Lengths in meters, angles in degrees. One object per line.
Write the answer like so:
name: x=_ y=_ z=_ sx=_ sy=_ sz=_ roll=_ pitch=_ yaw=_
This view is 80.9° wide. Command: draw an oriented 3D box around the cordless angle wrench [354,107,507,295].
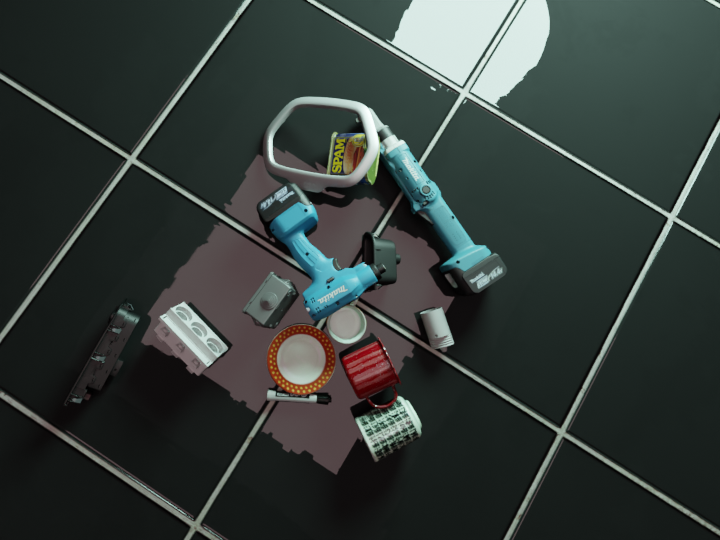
cordless angle wrench: x=0.122 y=-0.149 z=0.835 sx=0.097 sy=0.074 sz=0.429 roll=-32 pitch=82 yaw=-7

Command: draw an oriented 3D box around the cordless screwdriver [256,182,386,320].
cordless screwdriver: x=-0.077 y=-0.050 z=0.786 sx=0.159 sy=0.072 sz=0.255 roll=-31 pitch=76 yaw=0

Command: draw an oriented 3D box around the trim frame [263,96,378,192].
trim frame: x=-0.082 y=-0.244 z=0.816 sx=0.258 sy=0.026 sz=0.184 roll=14 pitch=87 yaw=22

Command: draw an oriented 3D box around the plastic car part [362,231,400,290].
plastic car part: x=0.043 y=-0.017 z=0.821 sx=0.069 sy=0.067 sz=0.118 roll=7 pitch=79 yaw=-19

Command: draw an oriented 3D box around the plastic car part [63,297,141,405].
plastic car part: x=-0.465 y=0.151 z=0.776 sx=0.066 sy=0.067 sz=0.203 roll=23 pitch=82 yaw=-12
